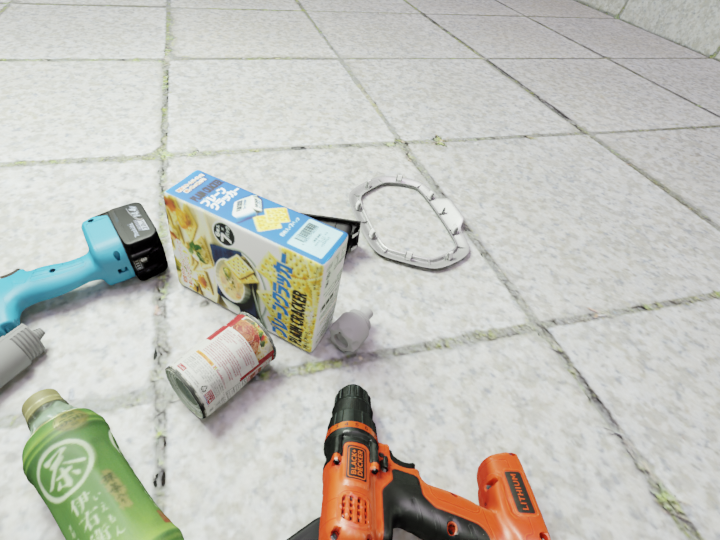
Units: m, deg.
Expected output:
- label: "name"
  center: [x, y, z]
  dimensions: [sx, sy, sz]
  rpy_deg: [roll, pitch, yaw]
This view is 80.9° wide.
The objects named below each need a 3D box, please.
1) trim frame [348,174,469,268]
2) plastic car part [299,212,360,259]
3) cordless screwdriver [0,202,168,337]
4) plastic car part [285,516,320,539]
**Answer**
- label: "trim frame"
  center: [0.082, -0.095, 0.728]
  dimensions: [0.180, 0.027, 0.260]
  rpy_deg: [-7, 44, -15]
- label: "plastic car part"
  center: [-0.062, -0.041, 0.638]
  dimensions: [0.118, 0.064, 0.072]
  rpy_deg: [7, 58, 4]
- label: "cordless screwdriver"
  center: [-0.397, -0.011, 0.556]
  dimensions: [0.243, 0.072, 0.167]
  rpy_deg: [-32, 56, -28]
- label: "plastic car part"
  center: [-0.084, 0.270, 0.306]
  dimensions: [0.197, 0.065, 0.070]
  rpy_deg: [-26, 47, -34]
